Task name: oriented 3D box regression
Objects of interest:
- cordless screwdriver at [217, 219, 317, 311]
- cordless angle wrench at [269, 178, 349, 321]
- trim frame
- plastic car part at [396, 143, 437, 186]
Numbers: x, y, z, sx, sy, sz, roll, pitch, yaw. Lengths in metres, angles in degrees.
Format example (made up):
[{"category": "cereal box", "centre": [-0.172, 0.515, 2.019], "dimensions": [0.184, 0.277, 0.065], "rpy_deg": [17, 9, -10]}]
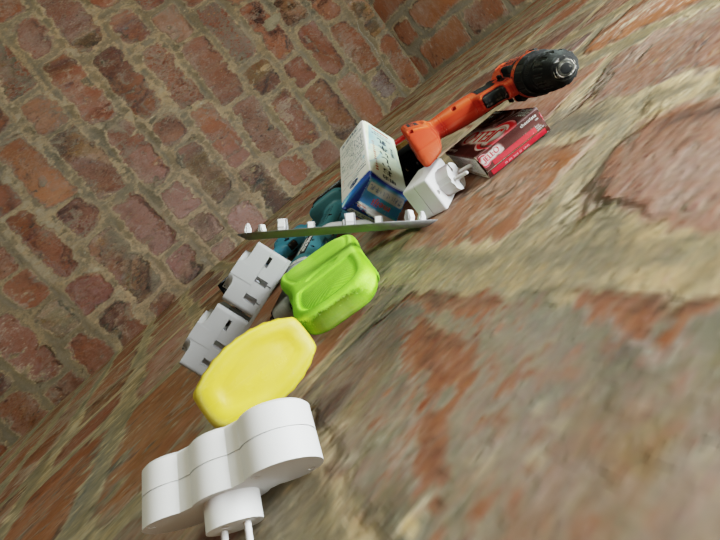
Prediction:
[{"category": "cordless screwdriver", "centre": [-0.175, -0.025, 0.894], "dimensions": [0.163, 0.073, 0.247], "rpy_deg": [-27, 17, 39]}, {"category": "cordless angle wrench", "centre": [-0.072, -0.047, 0.732], "dimensions": [0.099, 0.072, 0.428], "rpy_deg": [-35, 20, 25]}, {"category": "trim frame", "centre": [-0.034, -0.055, 0.520], "dimensions": [0.254, 0.027, 0.180], "rpy_deg": [-5, 4, 14]}, {"category": "plastic car part", "centre": [0.092, -0.191, 0.773], "dimensions": [0.069, 0.066, 0.120], "rpy_deg": [-31, 4, -35]}]
